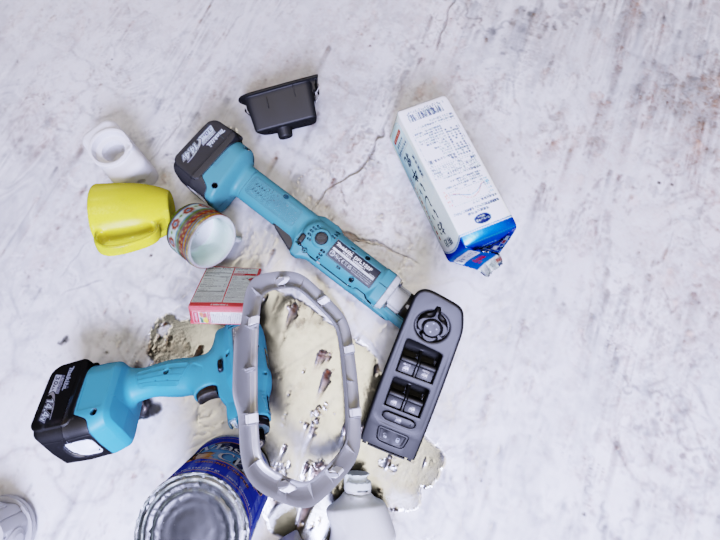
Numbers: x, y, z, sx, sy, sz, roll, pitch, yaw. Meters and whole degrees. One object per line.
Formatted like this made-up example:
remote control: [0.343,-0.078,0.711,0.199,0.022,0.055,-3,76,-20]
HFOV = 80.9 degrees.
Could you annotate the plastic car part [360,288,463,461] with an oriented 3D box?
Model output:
plastic car part: [0.064,0.113,0.484,0.068,0.066,0.201,21,110,15]

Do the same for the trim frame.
trim frame: [-0.064,0.114,0.462,0.028,0.174,0.255,-29,54,39]

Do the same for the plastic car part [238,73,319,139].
plastic car part: [-0.109,-0.227,0.610,0.116,0.066,0.071,-17,92,-1]

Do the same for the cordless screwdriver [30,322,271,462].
cordless screwdriver: [-0.220,0.148,0.469,0.247,0.071,0.167,-17,43,-5]

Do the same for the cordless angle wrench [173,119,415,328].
cordless angle wrench: [-0.054,-0.035,0.550,0.430,0.073,0.098,37,79,8]
